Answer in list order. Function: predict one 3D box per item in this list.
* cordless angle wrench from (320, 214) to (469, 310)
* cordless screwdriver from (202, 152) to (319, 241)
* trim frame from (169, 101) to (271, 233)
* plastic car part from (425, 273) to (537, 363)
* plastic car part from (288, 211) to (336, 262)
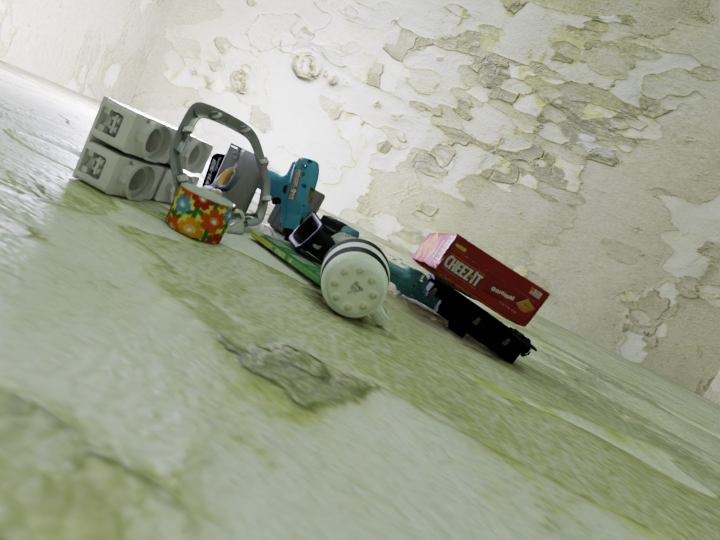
[{"bbox_3d":[0.099,0.023,0.816,0.432,0.074,0.096,30,8,10],"label":"cordless angle wrench"},{"bbox_3d":[-0.205,-0.152,0.848,0.261,0.159,0.071,13,-3,29],"label":"cordless screwdriver"},{"bbox_3d":[-0.198,-0.148,0.643,0.028,0.184,0.241,0,0,17],"label":"trim frame"},{"bbox_3d":[0.186,0.083,0.681,0.206,0.067,0.065,31,1,7],"label":"plastic car part"},{"bbox_3d":[-0.067,-0.044,0.683,0.068,0.066,0.121,41,3,-23],"label":"plastic car part"}]
